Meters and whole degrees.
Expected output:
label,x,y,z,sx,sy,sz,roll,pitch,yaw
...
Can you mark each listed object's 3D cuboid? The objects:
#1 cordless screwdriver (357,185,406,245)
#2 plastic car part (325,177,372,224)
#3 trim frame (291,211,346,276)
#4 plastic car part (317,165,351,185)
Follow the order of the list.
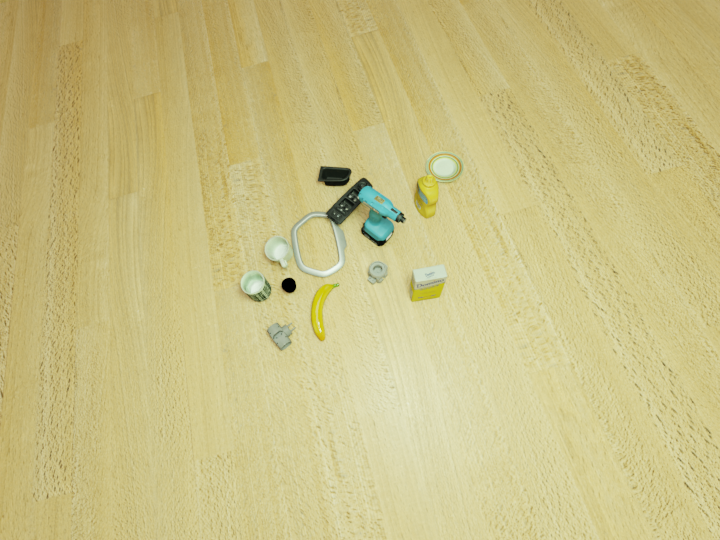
label,x,y,z,sx,sy,sz,roll,pitch,yaw
cordless screwdriver,0.071,-0.154,1.330,0.165,0.241,0.074,39,76,18
plastic car part,-0.032,-0.237,1.477,0.069,0.065,0.202,36,76,18
trim frame,-0.142,-0.093,1.452,0.185,0.026,0.256,-15,66,2
plastic car part,-0.089,-0.331,1.524,0.119,0.068,0.067,6,69,9
